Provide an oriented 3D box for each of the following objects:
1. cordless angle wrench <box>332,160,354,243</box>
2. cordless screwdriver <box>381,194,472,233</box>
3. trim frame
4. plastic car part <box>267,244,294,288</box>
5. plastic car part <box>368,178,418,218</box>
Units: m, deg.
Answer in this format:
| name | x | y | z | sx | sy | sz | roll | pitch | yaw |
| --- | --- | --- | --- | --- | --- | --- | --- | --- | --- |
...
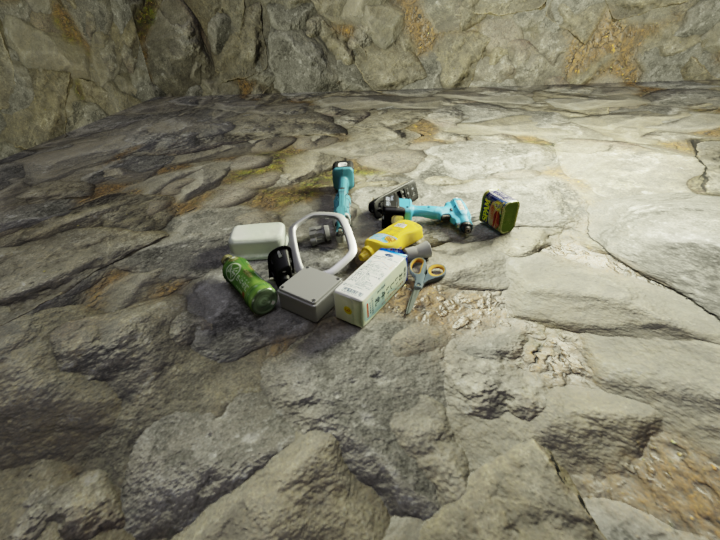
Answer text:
| name | x | y | z | sx | sy | sz | roll | pitch | yaw |
| --- | --- | --- | --- | --- | --- | --- | --- | --- | --- |
| cordless angle wrench | -0.057 | -0.215 | 1.324 | 0.075 | 0.094 | 0.435 | -3 | 38 | 2 |
| cordless screwdriver | 0.186 | -0.153 | 1.201 | 0.250 | 0.072 | 0.163 | 0 | 34 | 2 |
| trim frame | -0.109 | -0.071 | 1.114 | 0.184 | 0.026 | 0.260 | -19 | 49 | 0 |
| plastic car part | -0.184 | 0.003 | 1.004 | 0.065 | 0.113 | 0.074 | -12 | 58 | -13 |
| plastic car part | 0.096 | -0.225 | 1.328 | 0.071 | 0.064 | 0.198 | 14 | 38 | 42 |
